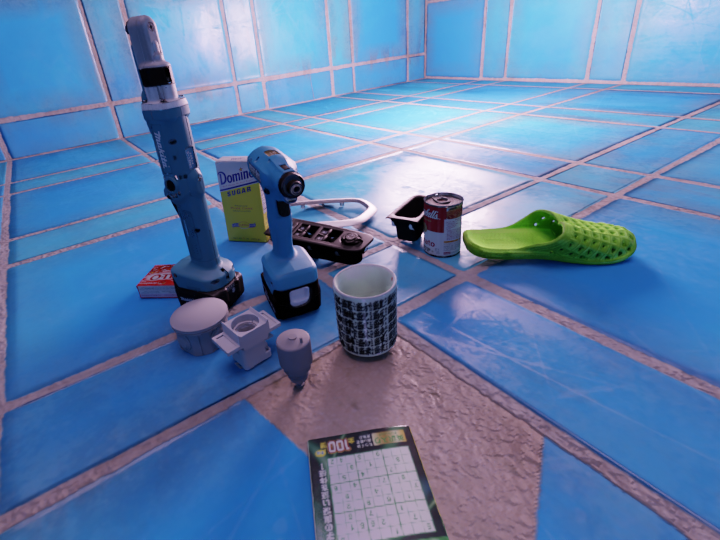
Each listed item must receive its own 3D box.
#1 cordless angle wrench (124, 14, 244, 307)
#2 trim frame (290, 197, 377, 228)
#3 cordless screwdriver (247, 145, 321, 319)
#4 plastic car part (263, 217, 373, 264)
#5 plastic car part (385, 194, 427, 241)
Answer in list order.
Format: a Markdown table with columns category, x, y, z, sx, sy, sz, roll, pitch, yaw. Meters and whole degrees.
| category | x | y | z | sx | sy | sz | roll | pitch | yaw |
| --- | --- | --- | --- | --- | --- | --- | --- | --- | --- |
| cordless angle wrench | -0.256 | -0.129 | 0.610 | 0.102 | 0.410 | 0.073 | 9 | 30 | 23 |
| trim frame | -0.086 | -0.131 | 0.966 | 0.249 | 0.027 | 0.189 | -6 | 30 | 0 |
| cordless screwdriver | -0.104 | -0.043 | 0.600 | 0.073 | 0.241 | 0.168 | -15 | 30 | -20 |
| plastic car part | -0.077 | -0.050 | 0.785 | 0.211 | 0.065 | 0.065 | 9 | 31 | 25 |
| plastic car part | 0.106 | -0.095 | 0.825 | 0.069 | 0.069 | 0.114 | 13 | 34 | 30 |
